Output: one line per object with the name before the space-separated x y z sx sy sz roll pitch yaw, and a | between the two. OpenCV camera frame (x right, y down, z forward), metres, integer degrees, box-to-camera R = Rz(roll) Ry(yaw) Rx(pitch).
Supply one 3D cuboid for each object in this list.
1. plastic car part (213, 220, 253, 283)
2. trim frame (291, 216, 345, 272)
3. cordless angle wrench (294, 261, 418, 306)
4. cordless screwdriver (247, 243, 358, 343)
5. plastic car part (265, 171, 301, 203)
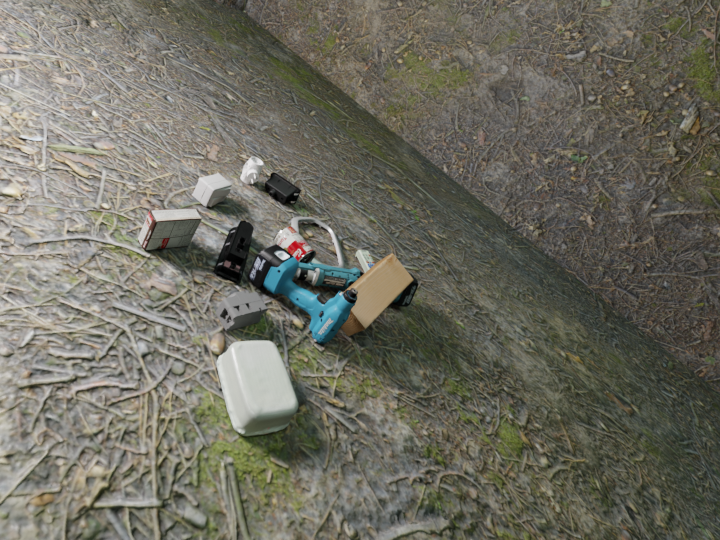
plastic car part | -0.299 -0.060 1.026 0.064 0.067 0.209 19 31 -16
trim frame | -0.124 -0.081 1.264 0.176 0.027 0.260 16 33 -28
cordless angle wrench | -0.035 0.024 1.147 0.404 0.097 0.078 10 20 -29
cordless screwdriver | -0.129 0.035 0.959 0.255 0.159 0.072 41 30 12
plastic car part | -0.260 -0.254 1.349 0.118 0.066 0.070 34 44 4
